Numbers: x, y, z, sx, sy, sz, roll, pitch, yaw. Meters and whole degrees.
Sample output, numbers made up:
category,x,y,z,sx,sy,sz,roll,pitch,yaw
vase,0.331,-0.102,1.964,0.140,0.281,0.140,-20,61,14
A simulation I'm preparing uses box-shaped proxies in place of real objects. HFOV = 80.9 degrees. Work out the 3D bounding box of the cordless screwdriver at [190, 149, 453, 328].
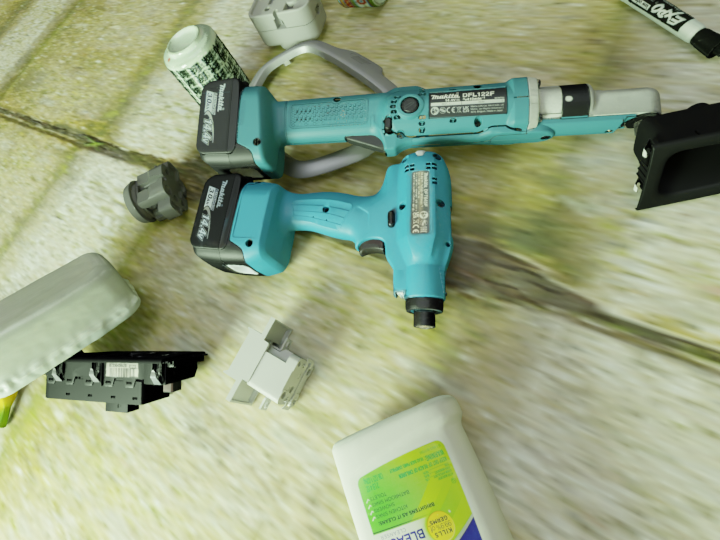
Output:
category,x,y,z,sx,sy,sz,roll,pitch,yaw
cordless screwdriver,-0.040,-0.026,0.411,0.256,0.071,0.162,-2,71,17

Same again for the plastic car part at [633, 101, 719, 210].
category,x,y,z,sx,sy,sz,roll,pitch,yaw
plastic car part,0.272,-0.103,0.330,0.118,0.063,0.073,-13,48,12

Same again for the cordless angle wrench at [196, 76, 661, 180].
category,x,y,z,sx,sy,sz,roll,pitch,yaw
cordless angle wrench,0.048,-0.148,0.417,0.433,0.072,0.099,1,81,14

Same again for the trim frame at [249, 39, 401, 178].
category,x,y,z,sx,sy,sz,roll,pitch,yaw
trim frame,-0.059,-0.210,0.531,0.184,0.026,0.262,-44,56,-1

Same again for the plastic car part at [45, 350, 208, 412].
category,x,y,z,sx,sy,sz,roll,pitch,yaw
plastic car part,-0.262,0.111,0.446,0.210,0.064,0.067,0,92,21
